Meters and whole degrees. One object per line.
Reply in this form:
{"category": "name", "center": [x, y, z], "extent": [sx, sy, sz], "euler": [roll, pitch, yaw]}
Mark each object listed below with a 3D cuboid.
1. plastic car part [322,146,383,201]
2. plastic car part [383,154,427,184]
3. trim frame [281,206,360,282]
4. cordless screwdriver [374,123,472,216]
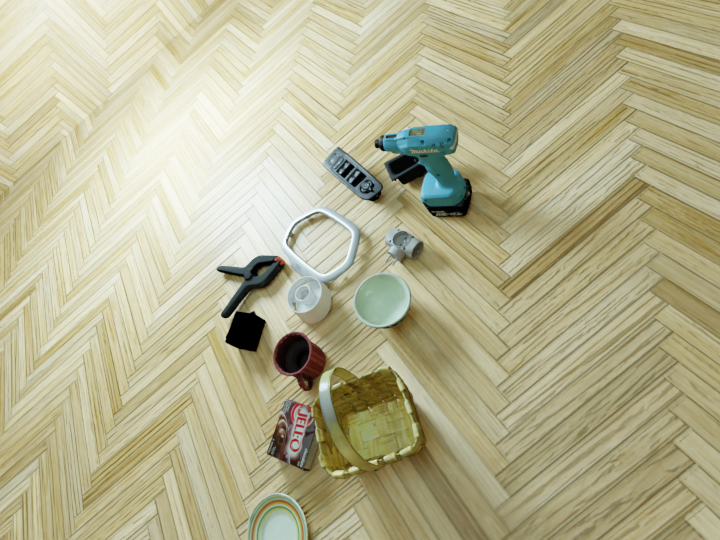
{"category": "plastic car part", "center": [-0.015, -0.237, 1.089], "extent": [0.066, 0.063, 0.214], "euler": [-43, 52, 0]}
{"category": "plastic car part", "center": [0.127, -0.248, 1.017], "extent": [0.118, 0.067, 0.069], "euler": [-25, 55, 13]}
{"category": "trim frame", "center": [-0.104, -0.068, 1.065], "extent": [0.263, 0.026, 0.184], "euler": [36, 84, 37]}
{"category": "cordless screwdriver", "center": [0.139, -0.205, 0.881], "extent": [0.166, 0.235, 0.075], "euler": [6, 66, 29]}
